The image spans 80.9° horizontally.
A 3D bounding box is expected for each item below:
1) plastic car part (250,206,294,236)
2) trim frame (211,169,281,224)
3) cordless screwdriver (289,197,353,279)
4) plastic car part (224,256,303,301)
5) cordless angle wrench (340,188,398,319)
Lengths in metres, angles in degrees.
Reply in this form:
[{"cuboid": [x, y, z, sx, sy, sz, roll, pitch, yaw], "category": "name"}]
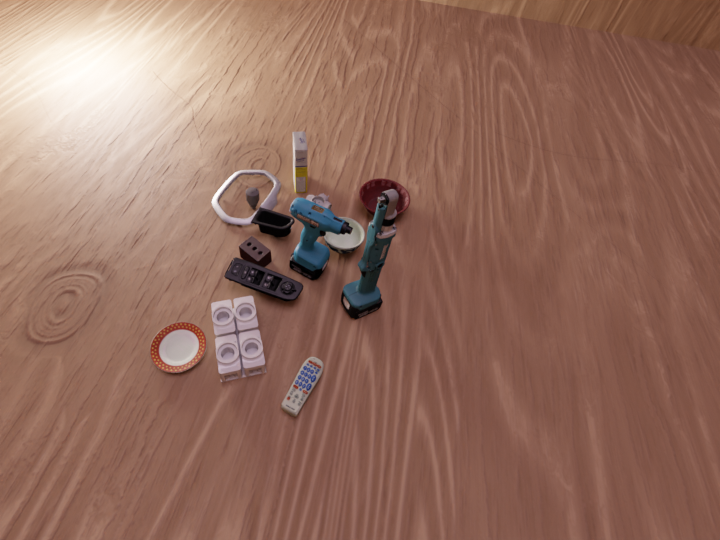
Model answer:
[{"cuboid": [-0.252, -0.129, 1.235, 0.118, 0.069, 0.066, 18, 53, 7], "category": "plastic car part"}, {"cuboid": [-0.356, -0.235, 1.334, 0.188, 0.027, 0.249, 20, 54, 10], "category": "trim frame"}, {"cuboid": [-0.107, -0.070, 1.094, 0.163, 0.243, 0.074, 27, 54, 11], "category": "cordless screwdriver"}, {"cuboid": [-0.252, 0.036, 1.112, 0.206, 0.065, 0.067, 17, 53, 8], "category": "plastic car part"}, {"cuboid": [0.030, -0.029, 0.967, 0.096, 0.413, 0.078, -20, 60, -23], "category": "cordless angle wrench"}]
